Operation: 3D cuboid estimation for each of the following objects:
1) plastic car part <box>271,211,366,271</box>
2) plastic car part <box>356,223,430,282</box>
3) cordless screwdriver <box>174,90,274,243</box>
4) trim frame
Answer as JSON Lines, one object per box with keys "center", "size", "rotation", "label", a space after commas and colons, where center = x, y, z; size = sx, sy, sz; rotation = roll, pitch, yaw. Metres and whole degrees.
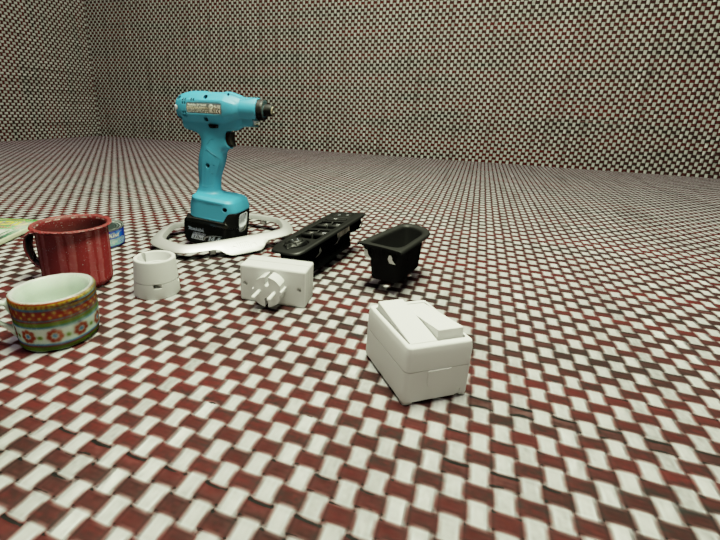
{"center": [-0.063, -0.041, 0.641], "size": [0.069, 0.066, 0.198], "rotation": [12, 23, 23], "label": "plastic car part"}
{"center": [0.053, -0.019, 0.587], "size": [0.069, 0.069, 0.113], "rotation": [16, 24, 32], "label": "plastic car part"}
{"center": [-0.218, -0.163, 0.697], "size": [0.163, 0.244, 0.074], "rotation": [8, 19, 13], "label": "cordless screwdriver"}
{"center": [-0.239, -0.066, 0.745], "size": [0.239, 0.027, 0.195], "rotation": [-13, 26, -35], "label": "trim frame"}
